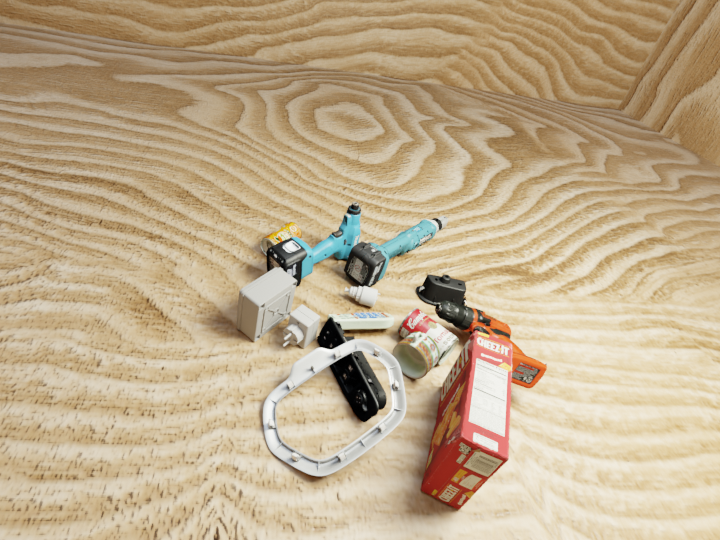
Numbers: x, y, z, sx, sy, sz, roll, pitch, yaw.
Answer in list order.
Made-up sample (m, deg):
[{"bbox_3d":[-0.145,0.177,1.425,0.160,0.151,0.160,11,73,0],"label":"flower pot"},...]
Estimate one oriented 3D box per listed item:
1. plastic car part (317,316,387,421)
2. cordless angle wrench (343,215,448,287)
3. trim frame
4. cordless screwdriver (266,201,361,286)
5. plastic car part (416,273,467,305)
[{"bbox_3d":[-0.013,0.181,0.773,0.063,0.066,0.214,18,27,-38],"label":"plastic car part"},{"bbox_3d":[0.123,-0.077,1.104,0.078,0.096,0.411,37,41,22],"label":"cordless angle wrench"},{"bbox_3d":[-0.043,0.210,0.688,0.246,0.026,0.194,-32,51,-13],"label":"trim frame"},{"bbox_3d":[-0.096,-0.062,0.977,0.241,0.156,0.078,-26,52,-36],"label":"cordless screwdriver"},{"bbox_3d":[0.197,0.043,0.983,0.117,0.070,0.067,15,36,-1],"label":"plastic car part"}]
